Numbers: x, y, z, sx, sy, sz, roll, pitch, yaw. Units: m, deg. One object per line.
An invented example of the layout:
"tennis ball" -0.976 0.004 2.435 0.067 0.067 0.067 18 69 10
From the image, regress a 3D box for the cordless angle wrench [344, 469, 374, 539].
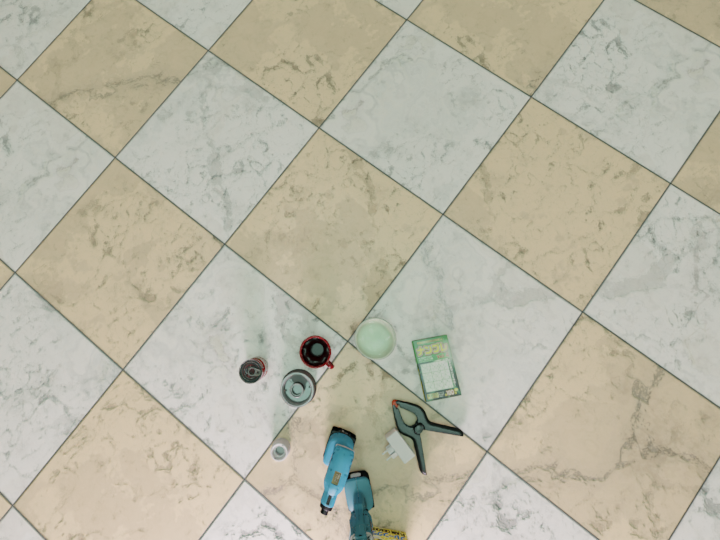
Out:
"cordless angle wrench" 0.001 0.600 1.008 0.074 0.418 0.099 -10 83 -3

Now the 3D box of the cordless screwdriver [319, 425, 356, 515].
"cordless screwdriver" -0.065 0.516 1.115 0.075 0.246 0.160 19 83 1
